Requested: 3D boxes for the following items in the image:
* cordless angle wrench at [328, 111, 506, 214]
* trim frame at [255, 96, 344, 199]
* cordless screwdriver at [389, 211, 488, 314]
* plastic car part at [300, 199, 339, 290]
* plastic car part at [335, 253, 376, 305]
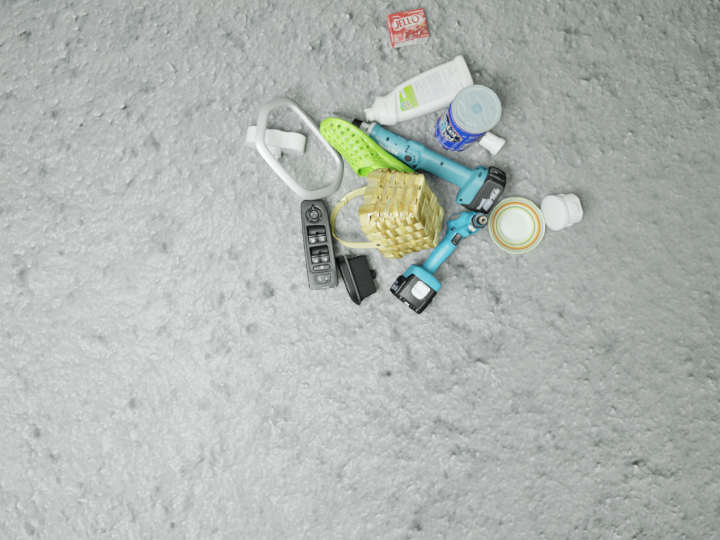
[{"bbox_3d":[0.115,-0.264,0.964,0.428,0.097,0.074,27,42,6],"label":"cordless angle wrench"},{"bbox_3d":[-0.131,-0.269,0.940,0.240,0.028,0.184,45,60,-20],"label":"trim frame"},{"bbox_3d":[0.172,-0.024,0.909,0.074,0.160,0.248,38,88,-6],"label":"cordless screwdriver"},{"bbox_3d":[-0.093,-0.061,0.954,0.067,0.066,0.203,-8,89,4],"label":"plastic car part"},{"bbox_3d":[-0.001,0.012,0.959,0.070,0.067,0.116,-23,91,-18],"label":"plastic car part"}]
